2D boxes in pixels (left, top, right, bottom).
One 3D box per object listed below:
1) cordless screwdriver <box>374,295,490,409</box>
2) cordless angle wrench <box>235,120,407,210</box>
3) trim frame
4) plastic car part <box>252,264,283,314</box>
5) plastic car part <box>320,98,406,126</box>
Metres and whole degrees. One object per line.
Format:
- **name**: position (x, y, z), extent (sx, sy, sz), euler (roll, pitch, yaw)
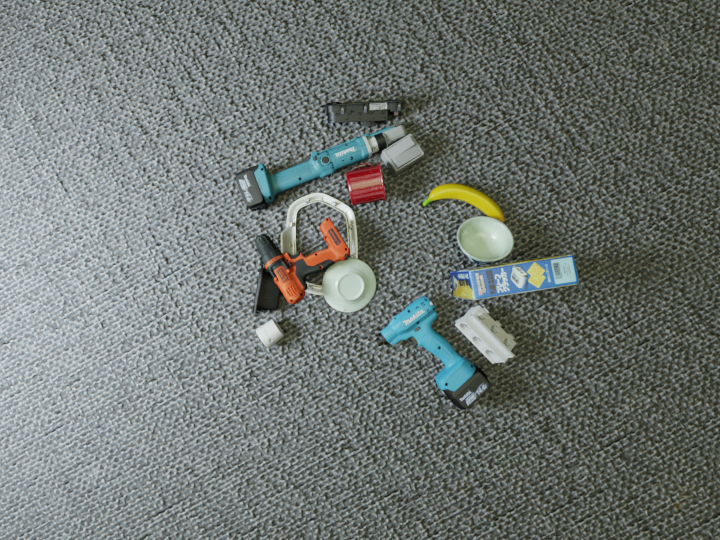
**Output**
- **cordless screwdriver**: position (0.162, 0.201, 0.970), extent (0.159, 0.073, 0.253), euler (-38, 82, 0)
- **cordless angle wrench**: position (-0.086, -0.260, 1.017), extent (0.422, 0.074, 0.098), euler (-22, 87, -1)
- **trim frame**: position (-0.100, -0.065, 1.024), extent (0.185, 0.027, 0.249), euler (-2, 88, 4)
- **plastic car part**: position (-0.215, 0.050, 1.009), extent (0.069, 0.067, 0.117), euler (14, 83, -14)
- **plastic car part**: position (0.003, -0.385, 1.028), extent (0.203, 0.067, 0.065), euler (2, 114, 1)
